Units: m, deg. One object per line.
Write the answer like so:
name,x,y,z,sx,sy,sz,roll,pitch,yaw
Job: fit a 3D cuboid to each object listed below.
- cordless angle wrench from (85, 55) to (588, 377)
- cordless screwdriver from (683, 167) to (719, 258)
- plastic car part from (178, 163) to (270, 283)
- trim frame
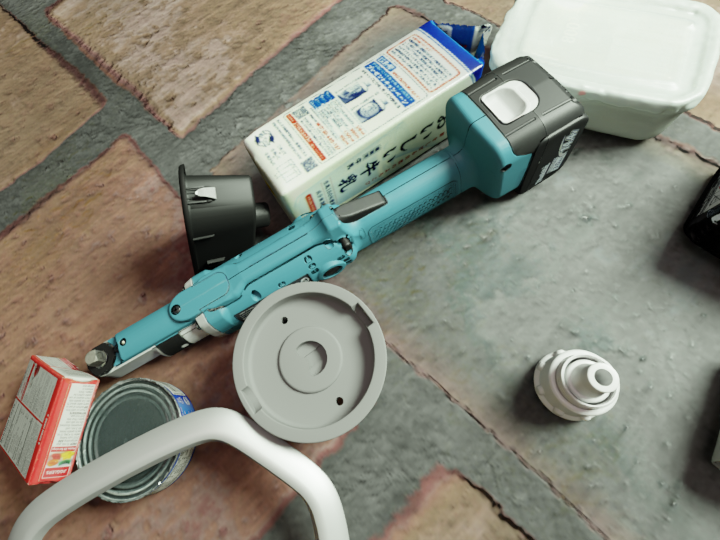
cordless angle wrench,-0.034,-0.022,0.347,0.424,0.094,0.077,-30,69,2
cordless screwdriver,0.359,0.015,0.265,0.257,0.072,0.159,30,76,16
plastic car part,-0.113,-0.040,0.358,0.069,0.116,0.068,-7,67,-22
trim frame,-0.125,0.204,0.277,0.247,0.027,0.187,-29,79,-4
